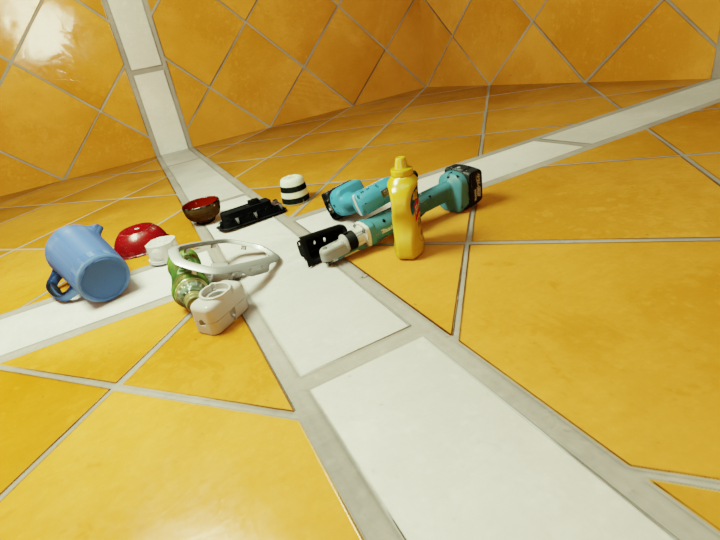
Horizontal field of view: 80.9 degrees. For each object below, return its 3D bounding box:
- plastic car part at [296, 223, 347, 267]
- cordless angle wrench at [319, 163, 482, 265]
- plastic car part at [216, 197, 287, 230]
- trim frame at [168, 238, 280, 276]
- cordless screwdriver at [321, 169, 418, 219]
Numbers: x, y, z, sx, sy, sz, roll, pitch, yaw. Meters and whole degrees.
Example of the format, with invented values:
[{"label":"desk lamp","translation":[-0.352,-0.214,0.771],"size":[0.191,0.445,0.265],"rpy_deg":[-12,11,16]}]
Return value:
[{"label":"plastic car part","translation":[-0.089,-0.058,0.910],"size":[0.113,0.065,0.074],"rpy_deg":[-26,15,-33]},{"label":"cordless angle wrench","translation":[0.090,-0.120,0.919],"size":[0.414,0.094,0.079],"rpy_deg":[-28,34,-22]},{"label":"plastic car part","translation":[-0.311,-0.163,1.189],"size":[0.199,0.064,0.070],"rpy_deg":[-28,37,-23]},{"label":"trim frame","translation":[-0.276,-0.028,0.870],"size":[0.193,0.027,0.240],"rpy_deg":[18,16,25]},{"label":"cordless screwdriver","translation":[0.015,-0.183,0.994],"size":[0.157,0.073,0.258],"rpy_deg":[-31,17,-17]}]
